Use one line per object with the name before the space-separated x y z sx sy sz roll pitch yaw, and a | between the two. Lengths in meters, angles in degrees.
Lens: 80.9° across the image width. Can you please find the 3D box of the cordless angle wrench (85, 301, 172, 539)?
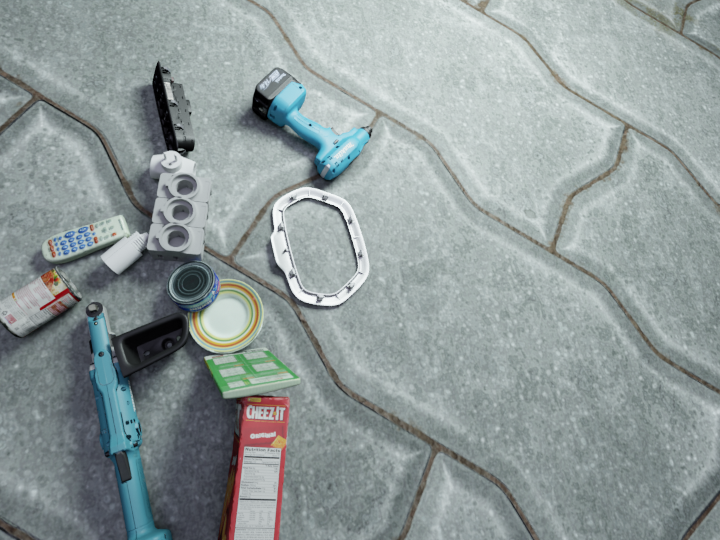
cordless angle wrench | -0.355 0.245 0.627 0.073 0.097 0.435 -16 70 -20

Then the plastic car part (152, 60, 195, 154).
plastic car part | -0.372 -0.312 0.845 0.064 0.068 0.208 1 66 -42

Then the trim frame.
trim frame | -0.081 -0.053 0.826 0.180 0.027 0.254 -11 75 -15

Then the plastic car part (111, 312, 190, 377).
plastic car part | -0.324 0.119 0.682 0.115 0.070 0.068 -24 75 -16

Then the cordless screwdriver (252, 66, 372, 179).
cordless screwdriver | -0.100 -0.323 0.899 0.249 0.075 0.158 43 67 0
